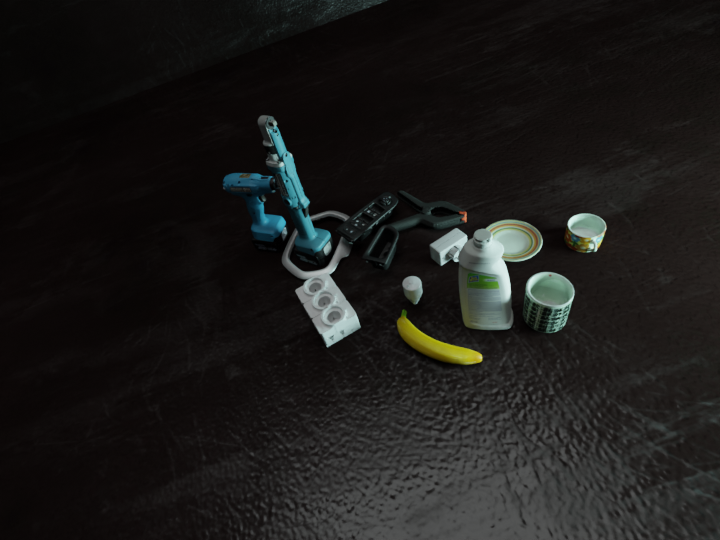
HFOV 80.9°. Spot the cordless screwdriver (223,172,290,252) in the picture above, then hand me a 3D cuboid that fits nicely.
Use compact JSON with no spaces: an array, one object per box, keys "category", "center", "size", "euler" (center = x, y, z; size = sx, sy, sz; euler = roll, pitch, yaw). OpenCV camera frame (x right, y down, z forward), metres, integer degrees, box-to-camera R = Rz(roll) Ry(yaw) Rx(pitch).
[{"category":"cordless screwdriver","center":[-0.250,-0.155,1.127],"size":[0.165,0.237,0.075],"euler":[6,50,22]}]

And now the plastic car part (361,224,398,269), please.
[{"category":"plastic car part","center":[0.060,-0.048,1.042],"size":[0.069,0.068,0.116],"euler":[13,54,27]}]

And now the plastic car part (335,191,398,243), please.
[{"category":"plastic car part","center":[0.028,-0.136,1.135],"size":[0.070,0.064,0.201],"euler":[29,63,36]}]

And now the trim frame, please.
[{"category":"trim frame","center":[-0.113,-0.074,1.153],"size":[0.191,0.026,0.251],"euler":[4,51,22]}]

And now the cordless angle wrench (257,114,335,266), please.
[{"category":"cordless angle wrench","center":[-0.157,-0.177,0.999],"size":[0.103,0.404,0.074],"euler":[19,55,29]}]
